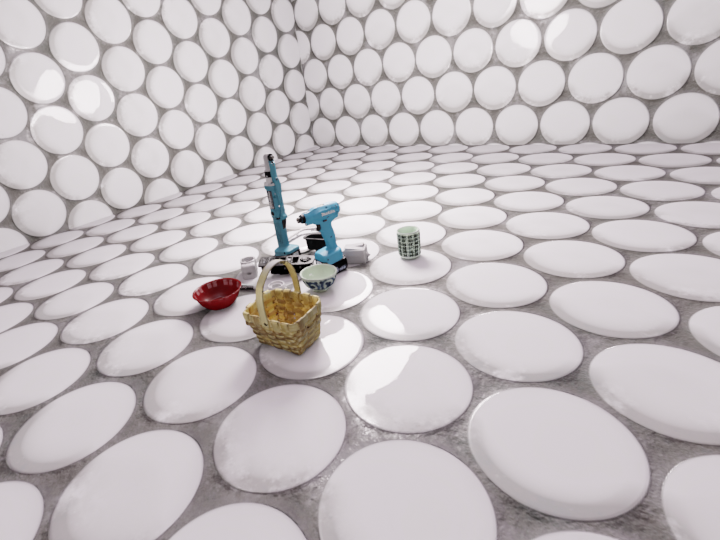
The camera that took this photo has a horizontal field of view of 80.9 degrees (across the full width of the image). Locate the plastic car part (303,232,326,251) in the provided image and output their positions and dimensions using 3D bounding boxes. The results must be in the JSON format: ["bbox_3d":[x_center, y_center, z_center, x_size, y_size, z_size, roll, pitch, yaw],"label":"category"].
[{"bbox_3d":[-0.162,-0.106,1.655,0.120,0.069,0.066,0,25,19],"label":"plastic car part"}]

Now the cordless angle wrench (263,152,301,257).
[{"bbox_3d":[-0.296,-0.212,1.523,0.103,0.411,0.072,11,29,37],"label":"cordless angle wrench"}]

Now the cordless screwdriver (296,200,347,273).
[{"bbox_3d":[-0.130,-0.100,1.432,0.155,0.242,0.078,-23,27,-30],"label":"cordless screwdriver"}]

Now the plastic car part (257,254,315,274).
[{"bbox_3d":[-0.260,-0.017,1.510,0.205,0.065,0.067,-6,24,6],"label":"plastic car part"}]

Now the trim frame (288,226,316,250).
[{"bbox_3d":[-0.229,-0.132,1.781,0.193,0.027,0.244,8,30,32],"label":"trim frame"}]
